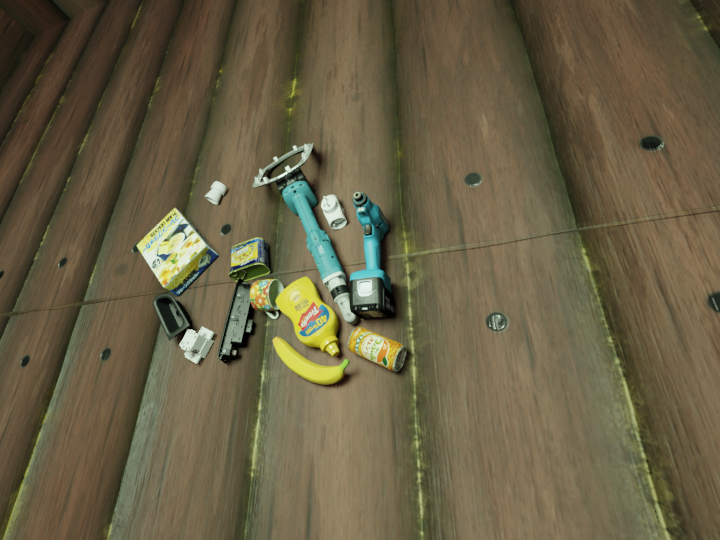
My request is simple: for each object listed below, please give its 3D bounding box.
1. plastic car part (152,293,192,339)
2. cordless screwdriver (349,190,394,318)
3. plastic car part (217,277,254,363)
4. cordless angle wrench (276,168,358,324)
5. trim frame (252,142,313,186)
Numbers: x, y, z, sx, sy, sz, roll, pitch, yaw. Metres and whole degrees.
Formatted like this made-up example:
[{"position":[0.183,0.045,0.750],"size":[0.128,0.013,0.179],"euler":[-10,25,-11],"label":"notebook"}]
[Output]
[{"position":[-0.469,0.112,1.075],"size":[0.066,0.068,0.121],"euler":[-36,71,2],"label":"plastic car part"},{"position":[0.017,-0.033,0.879],"size":[0.076,0.151,0.254],"euler":[-8,63,18],"label":"cordless screwdriver"},{"position":[-0.284,0.112,0.996],"size":[0.068,0.063,0.208],"euler":[-4,62,11],"label":"plastic car part"},{"position":[-0.097,-0.063,0.990],"size":[0.075,0.093,0.442],"euler":[-28,59,4],"label":"cordless angle wrench"},{"position":[-0.203,-0.287,1.128],"size":[0.187,0.026,0.254],"euler":[-24,26,12],"label":"trim frame"}]
